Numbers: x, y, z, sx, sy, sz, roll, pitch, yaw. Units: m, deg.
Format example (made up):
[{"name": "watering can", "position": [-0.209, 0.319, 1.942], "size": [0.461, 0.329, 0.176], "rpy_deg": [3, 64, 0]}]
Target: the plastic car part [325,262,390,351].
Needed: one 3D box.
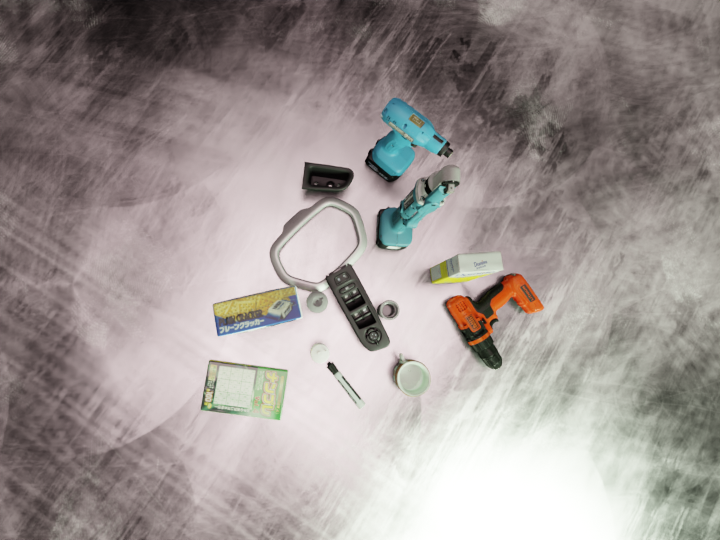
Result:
[{"name": "plastic car part", "position": [-0.006, 0.088, 0.952], "size": [0.066, 0.067, 0.205], "rpy_deg": [-28, 83, -9]}]

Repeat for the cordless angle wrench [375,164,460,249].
[{"name": "cordless angle wrench", "position": [0.103, -0.119, 0.814], "size": [0.074, 0.423, 0.099], "rpy_deg": [5, 83, -8]}]

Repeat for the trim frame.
[{"name": "trim frame", "position": [-0.097, -0.064, 0.994], "size": [0.186, 0.027, 0.247], "rpy_deg": [44, 81, 5]}]

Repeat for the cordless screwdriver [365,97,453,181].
[{"name": "cordless screwdriver", "position": [0.100, -0.264, 0.928], "size": [0.160, 0.248, 0.074], "rpy_deg": [39, 80, 0]}]

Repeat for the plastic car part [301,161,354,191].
[{"name": "plastic car part", "position": [-0.078, -0.210, 0.999], "size": [0.116, 0.071, 0.066], "rpy_deg": [6, 81, -3]}]
